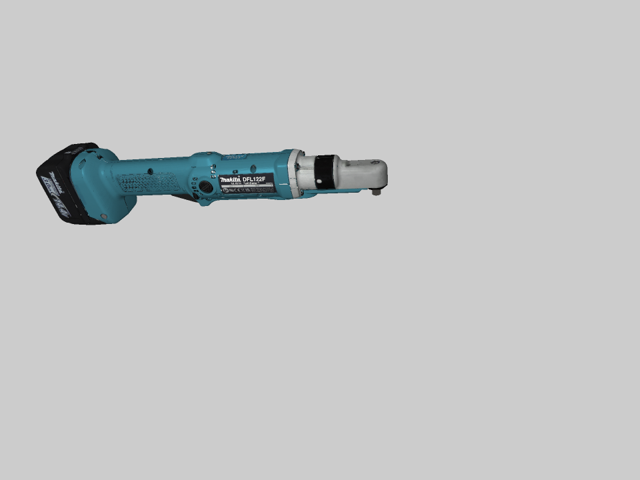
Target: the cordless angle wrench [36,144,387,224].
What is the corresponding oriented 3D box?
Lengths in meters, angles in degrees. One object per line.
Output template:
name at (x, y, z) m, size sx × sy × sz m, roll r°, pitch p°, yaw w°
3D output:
cordless angle wrench at (-0.132, -0.075, 0.520) m, size 0.423 × 0.098 × 0.074 m, roll -1°, pitch 35°, yaw 12°
